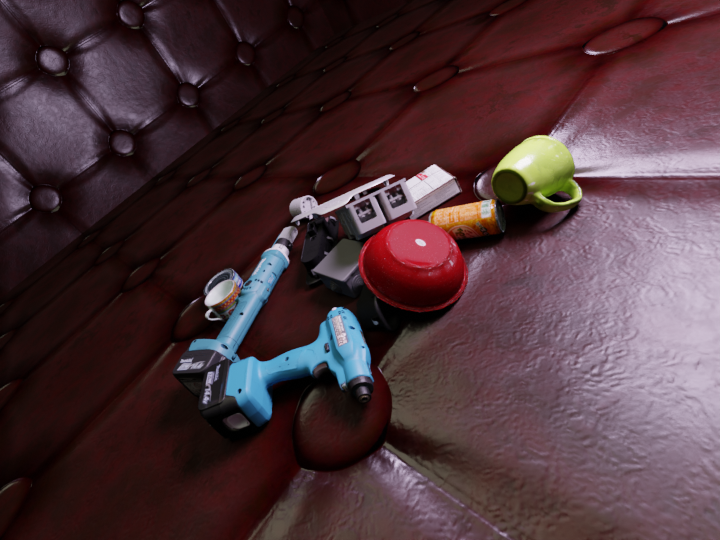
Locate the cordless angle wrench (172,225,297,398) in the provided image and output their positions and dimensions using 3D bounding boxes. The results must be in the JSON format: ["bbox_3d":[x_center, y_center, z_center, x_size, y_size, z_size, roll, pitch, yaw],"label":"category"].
[{"bbox_3d":[-0.209,0.046,0.831,0.101,0.071,0.427,-12,37,29],"label":"cordless angle wrench"}]

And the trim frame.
[{"bbox_3d":[-0.040,-0.151,0.914,0.254,0.027,0.182,-19,10,17],"label":"trim frame"}]

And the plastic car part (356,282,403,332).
[{"bbox_3d":[0.027,0.041,0.648,0.073,0.063,0.117,-23,34,45],"label":"plastic car part"}]

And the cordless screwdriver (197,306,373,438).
[{"bbox_3d":[-0.102,0.159,0.594,0.250,0.071,0.166,-27,33,4],"label":"cordless screwdriver"}]

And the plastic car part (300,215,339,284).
[{"bbox_3d":[-0.084,-0.055,0.860,0.067,0.064,0.209,-17,39,13],"label":"plastic car part"}]
